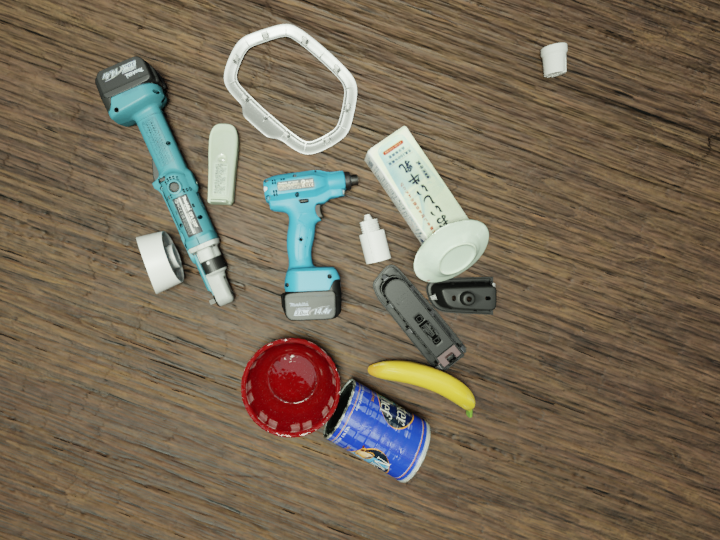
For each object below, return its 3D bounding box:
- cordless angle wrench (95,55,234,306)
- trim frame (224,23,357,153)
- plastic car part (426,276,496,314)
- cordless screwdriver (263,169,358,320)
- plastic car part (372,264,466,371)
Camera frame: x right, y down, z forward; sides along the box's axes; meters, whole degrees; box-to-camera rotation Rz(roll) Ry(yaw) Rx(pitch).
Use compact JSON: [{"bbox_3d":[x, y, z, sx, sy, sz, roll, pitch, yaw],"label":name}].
[{"bbox_3d":[-0.307,-0.138,0.710,0.098,0.074,0.421,-24,92,-1],"label":"cordless angle wrench"},{"bbox_3d":[-0.120,-0.315,0.731,0.248,0.027,0.184,42,91,-1],"label":"trim frame"},{"bbox_3d":[0.176,0.044,0.703,0.116,0.071,0.066,0,90,-4],"label":"plastic car part"},{"bbox_3d":[-0.069,-0.045,0.706,0.159,0.074,0.250,-8,86,-1],"label":"cordless screwdriver"},{"bbox_3d":[0.096,0.083,0.710,0.066,0.066,0.204,-39,87,7],"label":"plastic car part"}]
